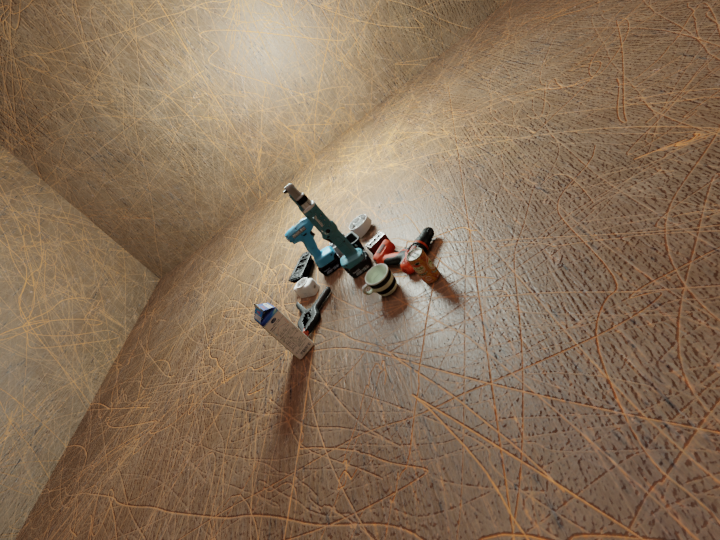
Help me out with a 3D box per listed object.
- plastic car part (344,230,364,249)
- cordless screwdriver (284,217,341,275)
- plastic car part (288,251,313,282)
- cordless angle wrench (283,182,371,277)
[{"bbox_3d":[-0.022,-0.102,1.663,0.066,0.068,0.122,-43,27,-2],"label":"plastic car part"},{"bbox_3d":[-0.163,-0.107,1.668,0.160,0.239,0.077,-39,24,7],"label":"cordless screwdriver"},{"bbox_3d":[-0.243,-0.011,1.823,0.068,0.064,0.207,-27,31,29],"label":"plastic car part"},{"bbox_3d":[-0.117,-0.146,1.485,0.099,0.406,0.077,-36,24,13],"label":"cordless angle wrench"}]
